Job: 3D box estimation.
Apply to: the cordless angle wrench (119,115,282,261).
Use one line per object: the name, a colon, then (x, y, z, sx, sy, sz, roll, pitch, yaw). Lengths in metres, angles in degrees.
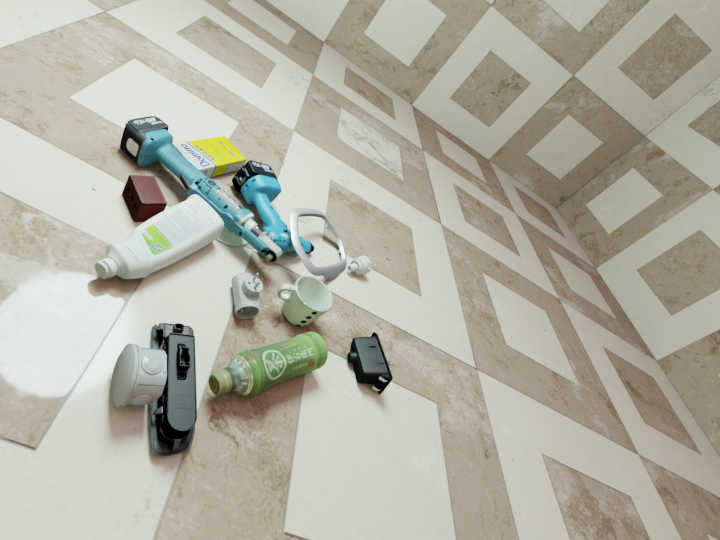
cordless angle wrench: (-0.327, -0.166, 0.896, 0.429, 0.074, 0.096, 41, 35, 7)

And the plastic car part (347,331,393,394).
plastic car part: (0.010, 0.184, 0.861, 0.068, 0.065, 0.122, 3, 43, -25)

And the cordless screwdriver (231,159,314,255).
cordless screwdriver: (-0.205, -0.142, 1.016, 0.151, 0.075, 0.258, 10, 47, -53)

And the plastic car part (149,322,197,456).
plastic car part: (-0.264, 0.158, 0.614, 0.063, 0.068, 0.211, 22, 39, -40)

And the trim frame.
trim frame: (-0.099, -0.065, 1.013, 0.186, 0.028, 0.241, 66, 21, 5)
